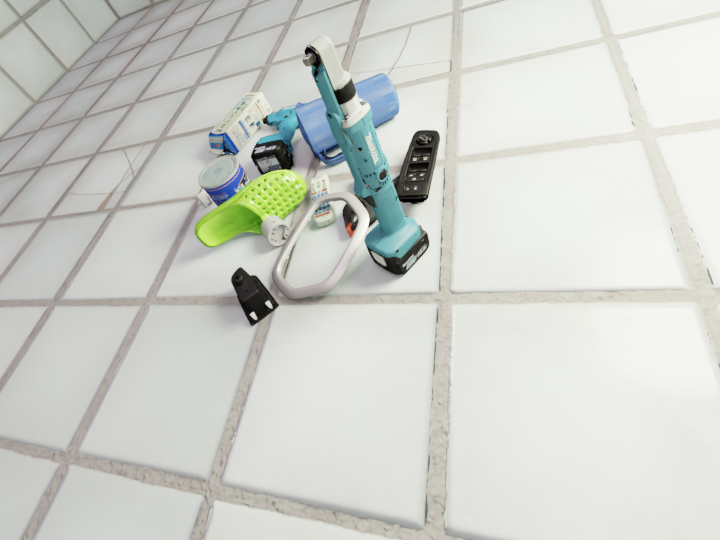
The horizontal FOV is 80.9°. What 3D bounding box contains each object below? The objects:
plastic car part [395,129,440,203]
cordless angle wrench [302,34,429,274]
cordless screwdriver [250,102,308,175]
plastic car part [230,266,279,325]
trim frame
[{"bbox_3d":[0.126,-0.208,0.859,0.069,0.063,0.206,-4,56,30],"label":"plastic car part"},{"bbox_3d":[0.014,-0.149,0.637,0.097,0.401,0.079,-45,50,-15],"label":"cordless angle wrench"},{"bbox_3d":[-0.230,-0.363,1.149,0.165,0.070,0.252,-3,50,23],"label":"cordless screwdriver"},{"bbox_3d":[-0.223,0.038,0.832,0.065,0.067,0.123,-37,51,-8],"label":"plastic car part"},{"bbox_3d":[-0.082,-0.054,0.843,0.194,0.026,0.249,17,74,36],"label":"trim frame"}]
